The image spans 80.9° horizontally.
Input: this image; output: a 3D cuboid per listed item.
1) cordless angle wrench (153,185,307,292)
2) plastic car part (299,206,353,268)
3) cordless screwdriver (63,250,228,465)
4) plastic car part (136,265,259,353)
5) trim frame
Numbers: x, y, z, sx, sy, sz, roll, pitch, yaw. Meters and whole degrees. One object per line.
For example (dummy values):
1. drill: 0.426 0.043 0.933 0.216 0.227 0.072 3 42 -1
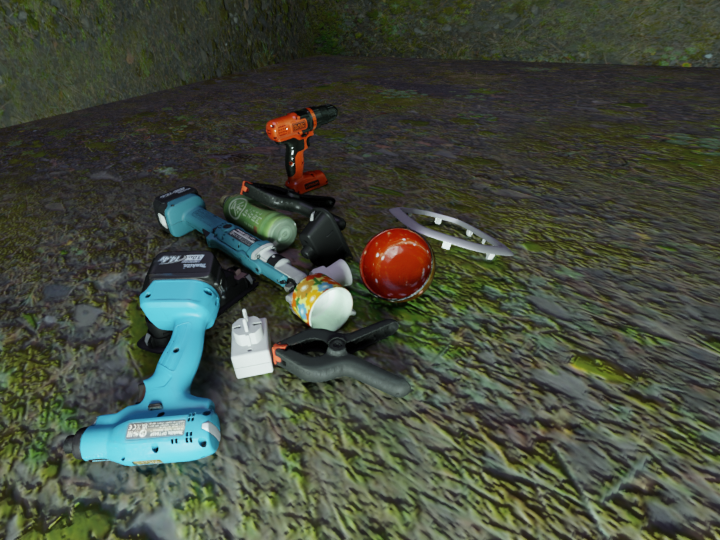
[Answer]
1. cordless angle wrench: -0.247 -0.060 0.790 0.447 0.072 0.096 27 45 36
2. plastic car part: -0.070 -0.046 0.712 0.070 0.110 0.071 22 65 35
3. cordless screwdriver: -0.242 0.096 0.507 0.159 0.072 0.258 -7 53 0
4. plastic car part: -0.244 0.047 0.640 0.069 0.065 0.200 22 45 23
5. trim frame: 0.146 -0.067 0.712 0.180 0.027 0.256 9 16 -13
